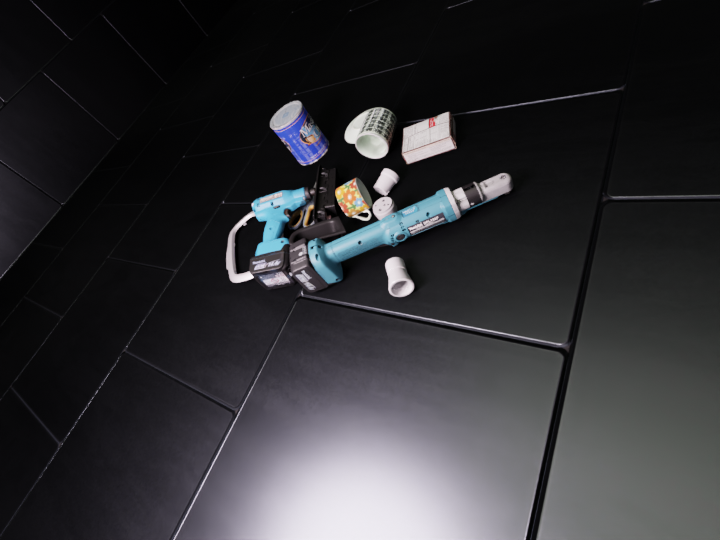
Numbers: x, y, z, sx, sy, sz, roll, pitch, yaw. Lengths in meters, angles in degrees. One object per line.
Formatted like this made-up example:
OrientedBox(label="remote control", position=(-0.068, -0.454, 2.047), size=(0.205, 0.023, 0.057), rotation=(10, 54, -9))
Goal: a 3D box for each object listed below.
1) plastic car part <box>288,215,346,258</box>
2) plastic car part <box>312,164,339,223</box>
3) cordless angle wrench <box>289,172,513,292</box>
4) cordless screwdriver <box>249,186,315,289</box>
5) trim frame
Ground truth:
OrientedBox(label="plastic car part", position=(-0.087, -0.057, 0.885), size=(0.116, 0.068, 0.069), rotation=(-20, 35, -1))
OrientedBox(label="plastic car part", position=(-0.076, -0.178, 0.986), size=(0.068, 0.063, 0.210), rotation=(-16, 48, 13))
OrientedBox(label="cordless angle wrench", position=(0.068, -0.079, 0.783), size=(0.430, 0.092, 0.077), rotation=(-23, 48, 16))
OrientedBox(label="cordless screwdriver", position=(-0.170, -0.087, 0.956), size=(0.162, 0.070, 0.258), rotation=(-17, 52, 13))
OrientedBox(label="trim frame", position=(-0.273, -0.071, 1.070), size=(0.186, 0.026, 0.260), rotation=(-31, 45, 11))
